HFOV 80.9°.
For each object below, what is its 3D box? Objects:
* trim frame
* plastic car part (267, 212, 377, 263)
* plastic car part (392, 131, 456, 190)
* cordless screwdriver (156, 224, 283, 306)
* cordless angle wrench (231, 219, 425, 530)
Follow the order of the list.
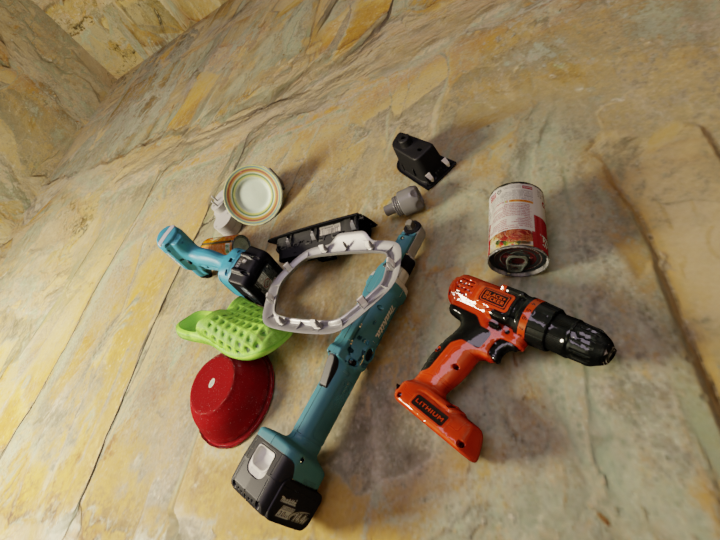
[{"bbox_3d":[-0.051,0.013,0.612,0.260,0.026,0.184,-3,45,45],"label":"trim frame"},{"bbox_3d":[-0.072,-0.047,0.739,0.211,0.063,0.068,-6,81,32],"label":"plastic car part"},{"bbox_3d":[0.091,-0.198,0.718,0.066,0.067,0.123,-43,46,-1],"label":"plastic car part"},{"bbox_3d":[-0.260,-0.002,0.806,0.261,0.151,0.074,17,65,27],"label":"cordless screwdriver"},{"bbox_3d":[-0.011,0.105,0.563,0.078,0.093,0.423,11,62,41],"label":"cordless angle wrench"}]
